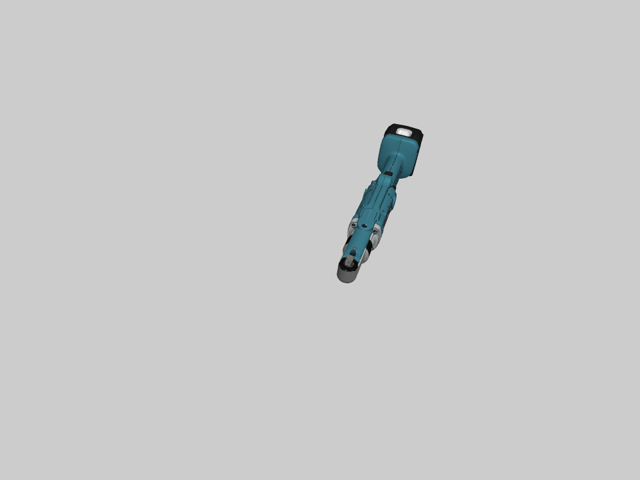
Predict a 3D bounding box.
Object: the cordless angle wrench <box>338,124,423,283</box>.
[{"bbox_3d":[0.101,-0.072,0.722,0.074,0.098,0.421,17,41,11],"label":"cordless angle wrench"}]
